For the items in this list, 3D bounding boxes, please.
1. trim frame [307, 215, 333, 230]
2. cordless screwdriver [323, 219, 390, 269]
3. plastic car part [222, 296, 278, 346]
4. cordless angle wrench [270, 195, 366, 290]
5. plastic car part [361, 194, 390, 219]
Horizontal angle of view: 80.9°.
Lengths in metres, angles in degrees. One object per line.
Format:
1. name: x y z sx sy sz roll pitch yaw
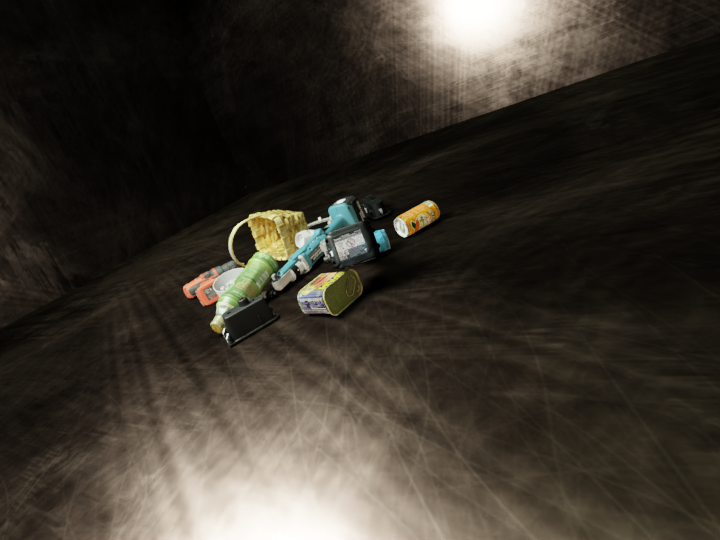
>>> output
1. trim frame: -0.184 -0.135 1.458 0.192 0.027 0.244 -5 28 43
2. cordless screwdriver: -0.025 -0.044 0.903 0.161 0.075 0.244 -19 0 10
3. plastic car part: -0.235 0.092 0.864 0.115 0.069 0.069 -32 21 -18
4. cordless angle wrench: -0.112 -0.073 1.147 0.077 0.095 0.419 -10 27 35
5. plastic car part: 0.044 -0.206 1.347 0.066 0.065 0.210 -17 21 -6
